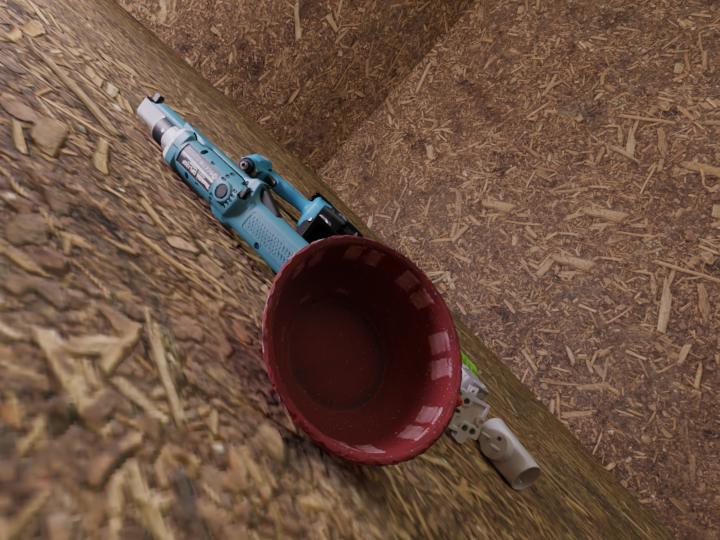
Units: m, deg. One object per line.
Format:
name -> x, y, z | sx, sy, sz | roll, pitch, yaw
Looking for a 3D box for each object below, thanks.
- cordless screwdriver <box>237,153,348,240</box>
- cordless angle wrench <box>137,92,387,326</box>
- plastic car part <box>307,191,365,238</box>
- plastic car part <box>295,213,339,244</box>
cordless screwdriver -> -0.141, -0.149, 0.865 | 0.248, 0.074, 0.159 | 39, 9, -2
cordless angle wrench -> -0.142, -0.084, 0.487 | 0.441, 0.098, 0.071 | 42, 7, 23
plastic car part -> -0.062, -0.109, 1.094 | 0.196, 0.067, 0.069 | 41, 18, -18
plastic car part -> -0.073, -0.048, 0.743 | 0.110, 0.066, 0.075 | 42, -7, -38
